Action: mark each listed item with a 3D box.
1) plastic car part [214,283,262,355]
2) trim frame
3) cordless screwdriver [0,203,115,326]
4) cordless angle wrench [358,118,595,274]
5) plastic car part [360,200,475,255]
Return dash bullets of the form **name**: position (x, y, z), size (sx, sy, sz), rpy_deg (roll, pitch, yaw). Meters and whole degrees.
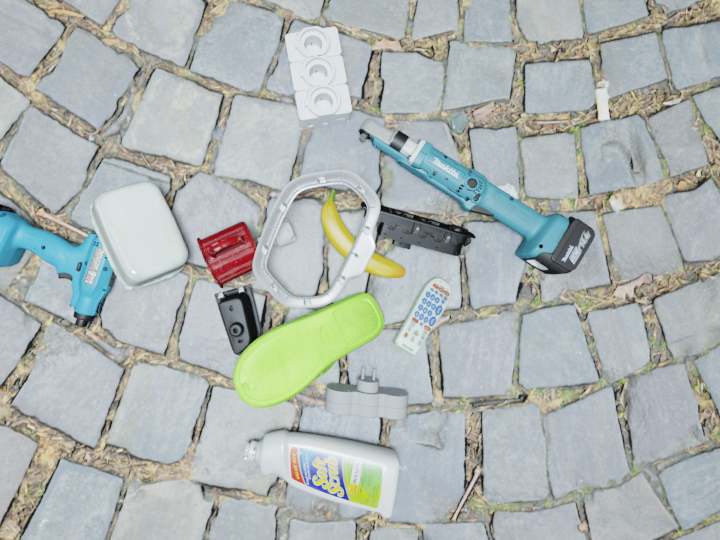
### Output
- **plastic car part**: position (-0.203, 0.087, 0.703), size (0.066, 0.071, 0.117), rpy_deg (-16, 86, -3)
- **trim frame**: position (-0.066, -0.043, 0.676), size (0.177, 0.029, 0.247), rpy_deg (19, 106, -24)
- **cordless screwdriver**: position (-0.535, -0.013, 0.698), size (0.246, 0.075, 0.159), rpy_deg (17, 87, -5)
- **cordless angle wrench**: position (0.184, -0.142, 0.728), size (0.425, 0.074, 0.098), rpy_deg (33, 86, 2)
- **plastic car part**: position (0.096, -0.067, 0.724), size (0.202, 0.067, 0.067), rpy_deg (11, 98, -2)
